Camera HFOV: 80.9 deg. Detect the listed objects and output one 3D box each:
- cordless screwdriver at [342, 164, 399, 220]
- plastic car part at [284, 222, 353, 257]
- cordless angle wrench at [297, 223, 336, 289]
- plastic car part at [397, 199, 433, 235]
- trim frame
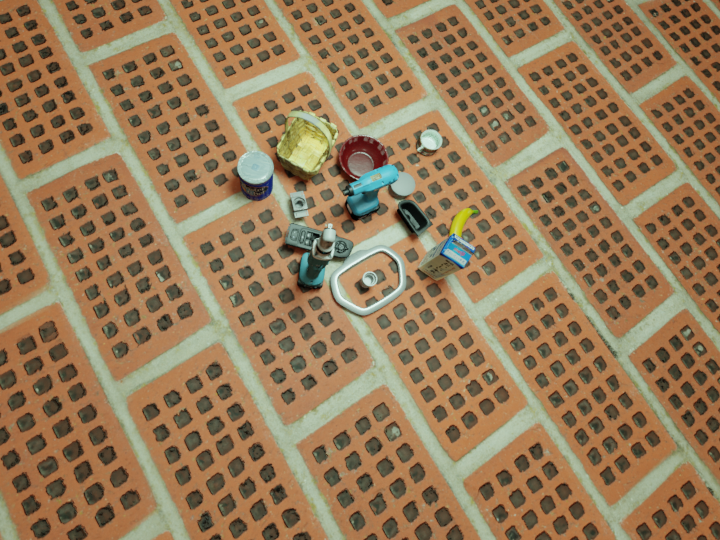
[{"bbox_3d":[0.004,-0.215,1.225,0.157,0.249,0.075,-24,84,-15],"label":"cordless screwdriver"},{"bbox_3d":[-0.124,-0.081,1.268,0.202,0.067,0.067,14,75,-4],"label":"plastic car part"},{"bbox_3d":[-0.107,-0.031,1.072,0.073,0.423,0.099,8,77,-10],"label":"cordless angle wrench"},{"bbox_3d":[0.158,-0.164,1.321,0.065,0.071,0.118,-35,83,-15],"label":"plastic car part"},{"bbox_3d":[0.027,0.025,1.278,0.245,0.027,0.187,-32,81,-14],"label":"trim frame"}]
